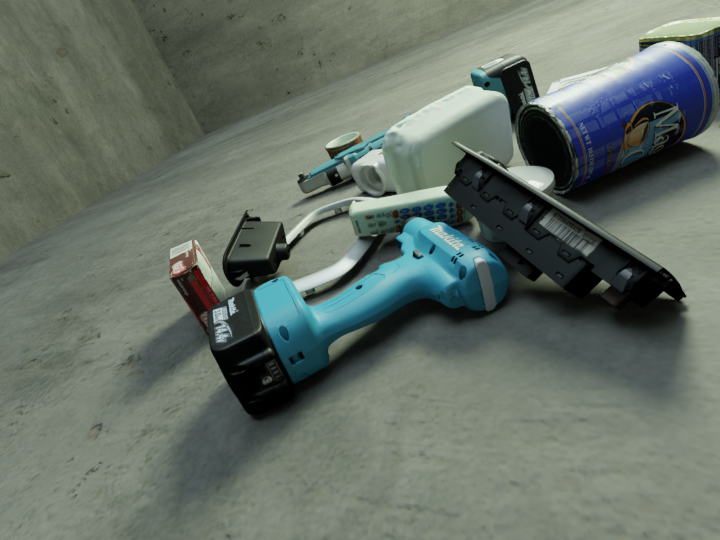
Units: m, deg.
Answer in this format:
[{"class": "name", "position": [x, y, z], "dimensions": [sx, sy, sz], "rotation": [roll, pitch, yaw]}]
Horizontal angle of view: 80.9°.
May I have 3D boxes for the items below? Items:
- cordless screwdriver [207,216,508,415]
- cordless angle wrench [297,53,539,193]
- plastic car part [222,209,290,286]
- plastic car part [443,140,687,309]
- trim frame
[{"class": "cordless screwdriver", "position": [-0.014, 0.020, 0.398], "dimensions": [0.248, 0.072, 0.166], "rotation": [-23, 27, -4]}, {"class": "cordless angle wrench", "position": [0.080, -0.233, 0.742], "dimensions": [0.430, 0.094, 0.076], "rotation": [-22, 26, 15]}, {"class": "plastic car part", "position": [-0.124, -0.026, 0.540], "dimensions": [0.072, 0.063, 0.119], "rotation": [-7, 33, 5]}, {"class": "plastic car part", "position": [0.136, -0.037, 0.338], "dimensions": [0.067, 0.063, 0.214], "rotation": [-57, 44, 25]}, {"class": "trim frame", "position": [-0.056, -0.037, 0.574], "dimensions": [0.192, 0.026, 0.248], "rotation": [-5, 36, 33]}]
